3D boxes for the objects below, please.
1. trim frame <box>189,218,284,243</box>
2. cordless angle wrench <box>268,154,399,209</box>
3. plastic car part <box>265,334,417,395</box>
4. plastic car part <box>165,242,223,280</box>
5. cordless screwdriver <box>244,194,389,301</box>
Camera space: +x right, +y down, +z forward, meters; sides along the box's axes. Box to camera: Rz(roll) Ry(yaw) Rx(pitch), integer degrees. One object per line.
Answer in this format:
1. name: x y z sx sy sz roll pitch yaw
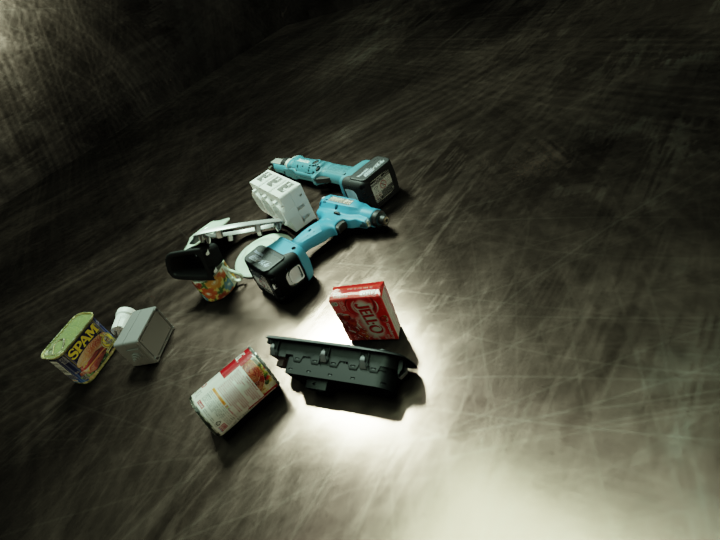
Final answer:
1. trim frame: -0.238 -0.074 0.824 0.182 0.027 0.253 -10 6 -11
2. cordless angle wrench: -0.094 -0.227 0.981 0.097 0.071 0.448 -42 38 -21
3. plastic car part: -0.033 0.123 0.545 0.211 0.063 0.068 -3 52 27
4. plastic car part: -0.306 -0.023 0.795 0.122 0.064 0.070 -1 28 34
5. cordless screwdriver: -0.074 -0.049 0.760 0.168 0.071 0.246 19 52 42
